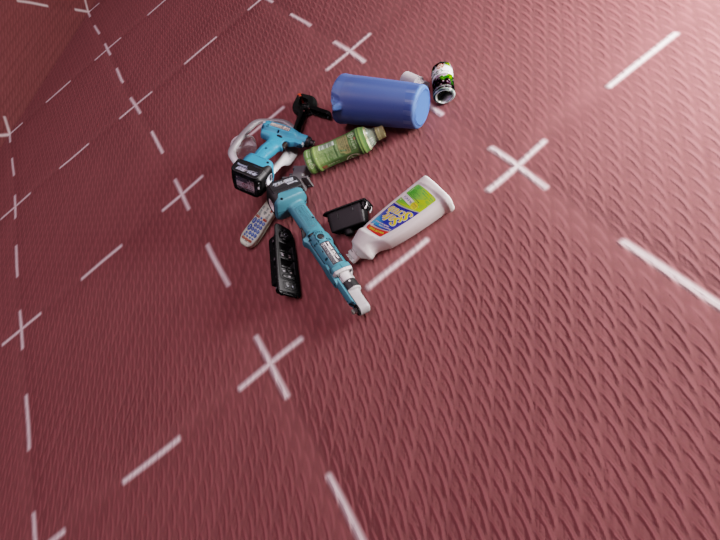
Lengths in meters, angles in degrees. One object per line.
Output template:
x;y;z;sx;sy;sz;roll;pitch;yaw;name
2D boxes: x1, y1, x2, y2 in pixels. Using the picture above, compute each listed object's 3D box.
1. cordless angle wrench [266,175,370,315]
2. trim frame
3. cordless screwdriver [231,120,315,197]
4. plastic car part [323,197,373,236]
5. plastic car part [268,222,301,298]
-0.098;-0.064;1.005;0.096;0.072;0.444;-23;56;-20;cordless angle wrench
-0.276;-0.363;1.237;0.188;0.027;0.249;21;58;9;trim frame
-0.236;-0.308;1.154;0.162;0.072;0.251;18;56;7;cordless screwdriver
-0.026;-0.120;1.017;0.119;0.063;0.073;-20;72;19;plastic car part
-0.192;-0.021;1.042;0.068;0.063;0.209;-38;49;42;plastic car part
